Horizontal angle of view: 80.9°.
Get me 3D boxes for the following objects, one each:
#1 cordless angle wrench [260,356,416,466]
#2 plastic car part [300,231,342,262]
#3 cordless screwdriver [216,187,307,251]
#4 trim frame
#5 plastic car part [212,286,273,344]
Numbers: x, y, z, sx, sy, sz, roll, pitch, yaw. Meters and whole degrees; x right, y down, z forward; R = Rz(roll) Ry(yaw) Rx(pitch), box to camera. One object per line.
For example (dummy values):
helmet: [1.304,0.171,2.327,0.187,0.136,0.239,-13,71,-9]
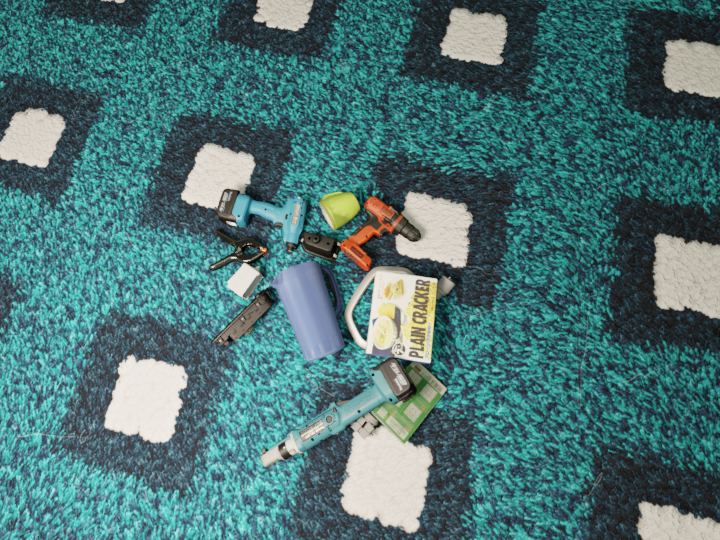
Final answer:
cordless angle wrench: [-0.066,0.363,1.030,0.425,0.070,0.103,-33,56,6]
plastic car part: [-0.116,-0.076,1.182,0.118,0.070,0.066,18,74,4]
cordless screwdriver: [-0.286,-0.146,1.215,0.250,0.073,0.161,9,75,2]
trim frame: [0.067,0.101,1.141,0.189,0.027,0.248,31,77,13]
plastic car part: [-0.308,0.130,1.142,0.067,0.066,0.202,40,80,1]
